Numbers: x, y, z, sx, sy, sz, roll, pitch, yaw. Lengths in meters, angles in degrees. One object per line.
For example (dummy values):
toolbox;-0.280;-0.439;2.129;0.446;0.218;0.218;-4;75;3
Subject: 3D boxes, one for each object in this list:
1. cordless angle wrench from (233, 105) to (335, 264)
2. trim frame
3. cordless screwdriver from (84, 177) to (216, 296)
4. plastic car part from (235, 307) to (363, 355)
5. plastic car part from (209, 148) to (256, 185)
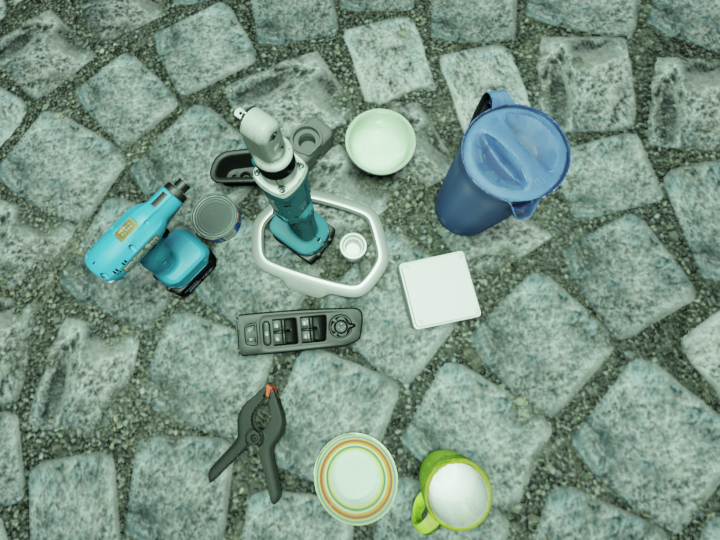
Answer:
cordless angle wrench;-0.091;-0.091;0.554;0.099;0.418;0.074;36;82;4
trim frame;-0.073;-0.047;0.743;0.251;0.027;0.185;16;79;6
cordless screwdriver;-0.285;-0.042;0.643;0.075;0.245;0.159;41;82;4
plastic car part;-0.097;0.098;0.693;0.204;0.066;0.067;-5;80;2
plastic car part;-0.202;-0.176;0.756;0.117;0.070;0.067;-4;80;1
